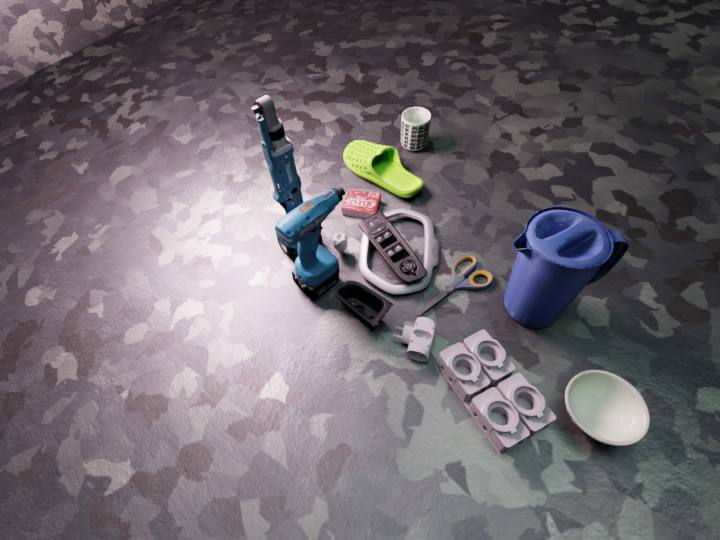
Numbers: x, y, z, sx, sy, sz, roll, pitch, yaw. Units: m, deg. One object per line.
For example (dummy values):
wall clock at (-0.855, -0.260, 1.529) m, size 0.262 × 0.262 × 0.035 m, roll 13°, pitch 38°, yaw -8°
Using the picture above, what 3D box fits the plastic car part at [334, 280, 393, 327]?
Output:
plastic car part at (0.003, 0.076, 0.893) m, size 0.122 × 0.068 × 0.065 m, roll 33°, pitch 63°, yaw 27°

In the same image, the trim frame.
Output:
trim frame at (0.092, -0.051, 1.000) m, size 0.188 × 0.026 × 0.253 m, roll 3°, pitch 54°, yaw 10°

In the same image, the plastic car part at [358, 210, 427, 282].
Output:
plastic car part at (0.073, -0.043, 0.973) m, size 0.065 × 0.064 × 0.213 m, roll -27°, pitch 55°, yaw -13°

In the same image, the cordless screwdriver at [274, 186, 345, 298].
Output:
cordless screwdriver at (-0.088, -0.057, 0.898) m, size 0.157 × 0.239 × 0.078 m, roll -39°, pitch 61°, yaw -21°

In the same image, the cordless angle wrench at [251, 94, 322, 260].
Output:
cordless angle wrench at (-0.156, -0.179, 0.893) m, size 0.097 × 0.407 × 0.078 m, roll -35°, pitch 59°, yaw -20°
